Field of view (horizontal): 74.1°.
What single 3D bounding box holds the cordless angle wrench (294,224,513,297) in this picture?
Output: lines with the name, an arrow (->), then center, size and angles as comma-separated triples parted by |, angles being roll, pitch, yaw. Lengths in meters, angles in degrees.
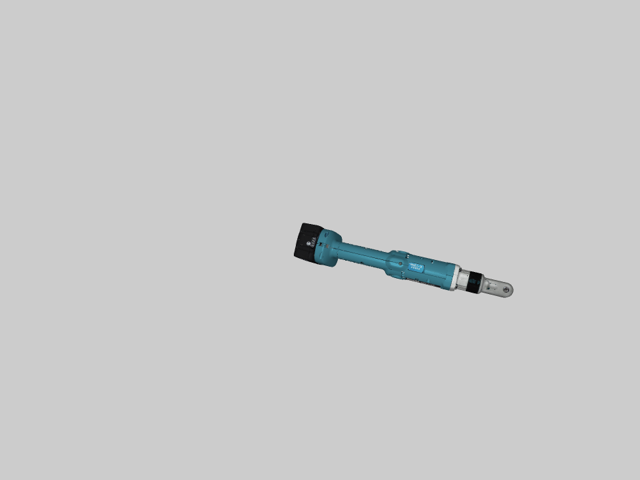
cordless angle wrench -> 0.157, 0.050, 0.843 | 0.423, 0.074, 0.098 | 13, -6, 18
